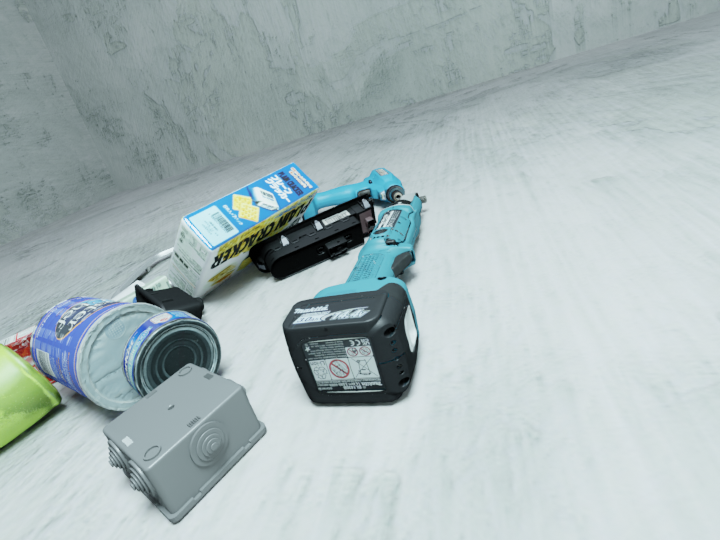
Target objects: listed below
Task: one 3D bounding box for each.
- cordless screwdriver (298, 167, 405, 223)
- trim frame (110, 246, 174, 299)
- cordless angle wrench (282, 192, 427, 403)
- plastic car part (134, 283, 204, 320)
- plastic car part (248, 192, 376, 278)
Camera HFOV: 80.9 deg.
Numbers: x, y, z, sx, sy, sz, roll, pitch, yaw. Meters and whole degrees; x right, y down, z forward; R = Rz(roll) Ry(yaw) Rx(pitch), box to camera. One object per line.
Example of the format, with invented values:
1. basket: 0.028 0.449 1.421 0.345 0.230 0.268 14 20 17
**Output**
1. cordless screwdriver: -0.046 -0.128 0.781 0.249 0.072 0.164 -15 23 0
2. trim frame: -0.373 -0.005 0.814 0.186 0.026 0.255 -16 26 5
3. cordless angle wrench: 0.032 -0.021 0.498 0.101 0.072 0.423 -10 23 19
4. plastic car part: -0.249 0.053 0.566 0.068 0.065 0.123 -19 21 -41
5. plastic car part: -0.061 -0.040 0.623 0.201 0.063 0.070 -22 47 -9
